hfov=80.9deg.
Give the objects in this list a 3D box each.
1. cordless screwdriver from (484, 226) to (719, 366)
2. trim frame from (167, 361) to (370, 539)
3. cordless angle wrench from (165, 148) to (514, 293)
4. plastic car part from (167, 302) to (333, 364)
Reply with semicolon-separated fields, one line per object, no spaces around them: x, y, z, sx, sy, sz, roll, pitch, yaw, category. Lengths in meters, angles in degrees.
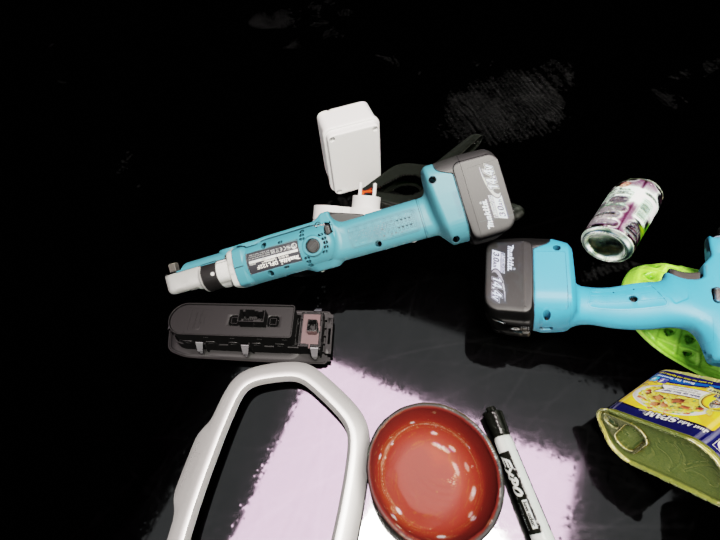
0.260;0.007;0.429;0.259;0.070;0.161;6;64;25;cordless screwdriver
-0.089;0.207;0.405;0.188;0.026;0.252;7;58;12;trim frame
-0.050;-0.032;0.508;0.430;0.073;0.098;-15;89;13;cordless angle wrench
-0.136;0.069;0.491;0.206;0.064;0.068;-1;62;10;plastic car part
